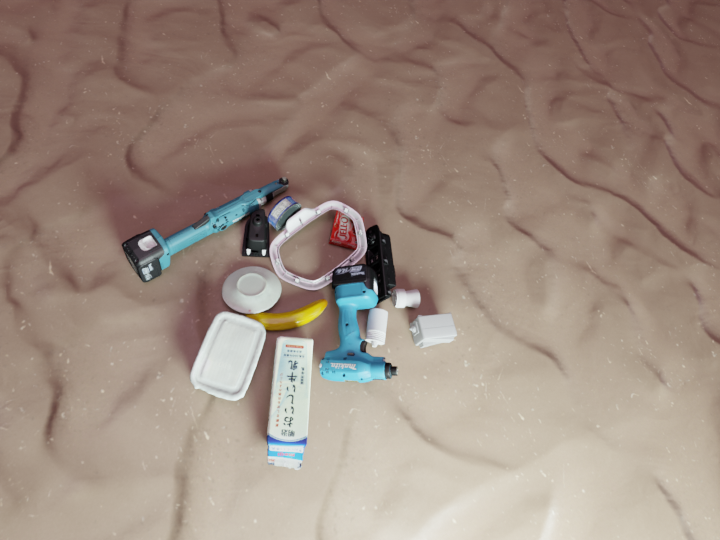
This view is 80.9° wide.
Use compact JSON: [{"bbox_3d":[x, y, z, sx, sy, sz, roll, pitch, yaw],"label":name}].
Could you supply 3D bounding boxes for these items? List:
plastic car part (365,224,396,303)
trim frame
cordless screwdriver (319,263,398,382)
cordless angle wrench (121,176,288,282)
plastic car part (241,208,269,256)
[{"bbox_3d":[0.051,-0.018,1.017,0.065,0.067,0.209,4,62,-24],"label":"plastic car part"},{"bbox_3d":[-0.099,-0.065,1.013,0.247,0.027,0.189,-37,76,-10],"label":"trim frame"},{"bbox_3d":[0.004,0.111,0.906,0.164,0.070,0.254,-5,62,20],"label":"cordless screwdriver"},{"bbox_3d":[-0.340,-0.121,1.000,0.415,0.097,0.076,-36,76,-28],"label":"cordless angle wrench"},{"bbox_3d":[-0.246,-0.097,1.006,0.065,0.070,0.119,3,66,-12],"label":"plastic car part"}]
